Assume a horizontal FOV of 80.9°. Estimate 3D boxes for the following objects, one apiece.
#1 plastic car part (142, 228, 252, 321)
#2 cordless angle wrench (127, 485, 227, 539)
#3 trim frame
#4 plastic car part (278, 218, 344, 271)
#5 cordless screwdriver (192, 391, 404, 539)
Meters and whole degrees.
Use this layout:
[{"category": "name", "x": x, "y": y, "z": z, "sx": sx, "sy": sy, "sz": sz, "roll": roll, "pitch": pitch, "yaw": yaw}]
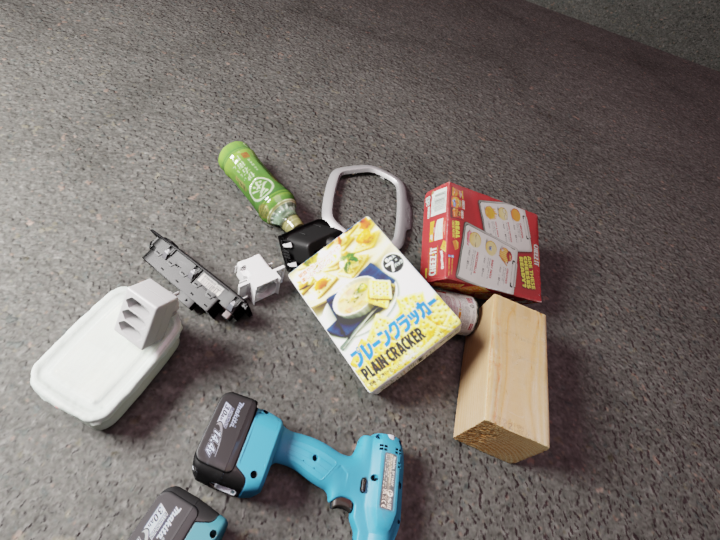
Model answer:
[{"category": "plastic car part", "x": -0.257, "y": 0.015, "z": 0.642, "sx": 0.209, "sy": 0.064, "sz": 0.067, "roll": 39, "pitch": 78, "yaw": 15}, {"category": "cordless angle wrench", "x": -0.040, "y": 0.369, "z": 0.402, "sx": 0.429, "sy": 0.073, "sz": 0.098, "roll": 30, "pitch": 51, "yaw": 7}, {"category": "trim frame", "x": 0.017, "y": -0.129, "z": 0.844, "sx": 0.183, "sy": 0.027, "sz": 0.254, "roll": 11, "pitch": 48, "yaw": -4}, {"category": "plastic car part", "x": -0.070, "y": -0.046, "z": 0.714, "sx": 0.113, "sy": 0.064, "sz": 0.075, "roll": -30, "pitch": 30, "yaw": -33}, {"category": "cordless screwdriver", "x": -0.071, "y": 0.248, "z": 0.489, "sx": 0.247, "sy": 0.073, "sz": 0.162, "roll": 18, "pitch": 50, "yaw": -5}]
